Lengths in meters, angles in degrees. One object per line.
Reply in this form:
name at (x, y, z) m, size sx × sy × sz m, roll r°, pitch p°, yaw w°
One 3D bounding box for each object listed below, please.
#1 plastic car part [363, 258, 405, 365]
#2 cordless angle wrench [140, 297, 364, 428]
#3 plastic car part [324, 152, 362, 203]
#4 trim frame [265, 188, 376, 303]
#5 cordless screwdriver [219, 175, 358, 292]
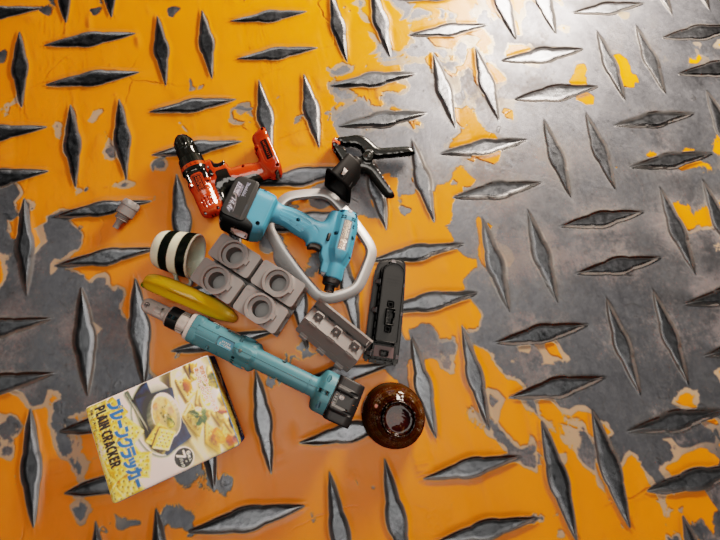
plastic car part at (0.050, 0.070, 0.790) m, size 0.067 × 0.065 × 0.205 m, roll 7°, pitch 74°, yaw 3°
cordless angle wrench at (-0.203, 0.146, 0.746) m, size 0.429 × 0.096 × 0.074 m, roll 24°, pitch 74°, yaw 7°
plastic car part at (-0.026, -0.186, 0.815) m, size 0.066 × 0.116 × 0.071 m, roll 37°, pitch 80°, yaw 2°
trim frame at (-0.081, -0.053, 0.831) m, size 0.183 × 0.027 × 0.252 m, roll -37°, pitch 82°, yaw -11°
cordless screwdriver at (-0.133, -0.064, 0.766) m, size 0.245 × 0.074 × 0.161 m, roll 17°, pitch 68°, yaw -9°
